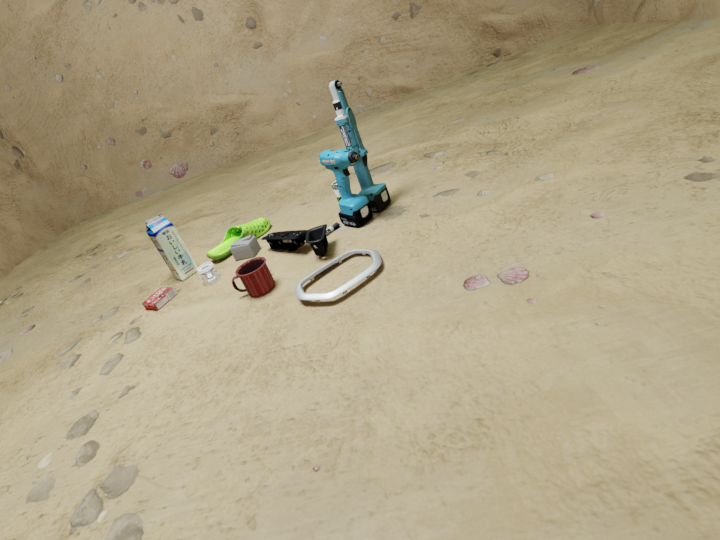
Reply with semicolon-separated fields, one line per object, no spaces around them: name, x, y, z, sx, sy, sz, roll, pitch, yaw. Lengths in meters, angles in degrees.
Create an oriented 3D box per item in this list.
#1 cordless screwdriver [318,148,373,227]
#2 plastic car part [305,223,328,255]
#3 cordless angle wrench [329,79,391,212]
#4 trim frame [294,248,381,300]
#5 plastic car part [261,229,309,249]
cordless screwdriver;-0.029;-0.253;1.288;0.073;0.240;0.168;-36;29;-28
plastic car part;-0.121;-0.079;1.239;0.067;0.068;0.120;-18;28;8
cordless angle wrench;-0.015;-0.380;1.318;0.103;0.408;0.073;3;35;42
trim frame;-0.056;0.009;1.084;0.245;0.026;0.194;-36;31;-22
plastic car part;-0.239;-0.096;1.358;0.214;0.064;0.065;7;39;44
